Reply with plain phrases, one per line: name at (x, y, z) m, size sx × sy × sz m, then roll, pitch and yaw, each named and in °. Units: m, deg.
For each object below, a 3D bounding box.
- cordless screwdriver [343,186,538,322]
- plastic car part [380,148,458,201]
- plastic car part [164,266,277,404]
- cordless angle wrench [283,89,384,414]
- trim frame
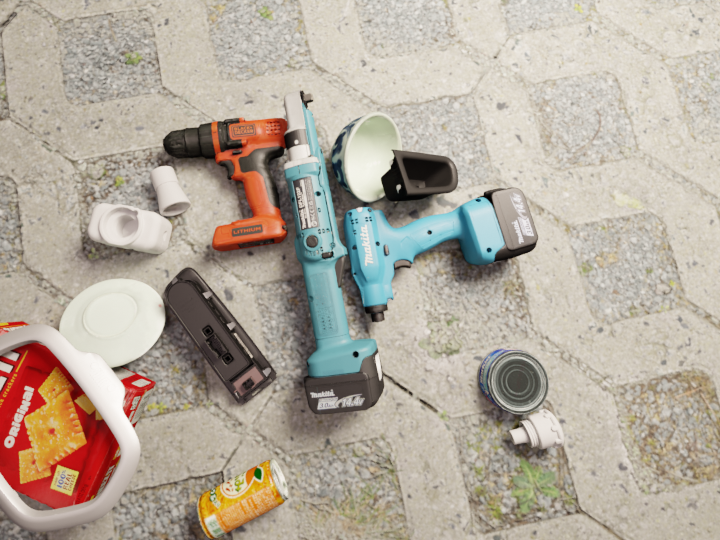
cordless screwdriver at (0.109, -0.024, 0.590) m, size 0.249 × 0.073 × 0.161 m, roll -10°, pitch 83°, yaw 1°
plastic car part at (0.076, -0.123, 0.593) m, size 0.111 × 0.073 × 0.067 m, roll -6°, pitch 76°, yaw -39°
plastic car part at (-0.202, 0.087, 0.574) m, size 0.066 × 0.066 × 0.206 m, roll -38°, pitch 82°, yaw 0°
cordless angle wrench at (-0.055, -0.036, 0.564) m, size 0.100 × 0.072 × 0.426 m, roll -12°, pitch 85°, yaw 13°
trim frame at (-0.370, 0.182, 0.499) m, size 0.183 × 0.027 × 0.253 m, roll -42°, pitch 81°, yaw -5°
